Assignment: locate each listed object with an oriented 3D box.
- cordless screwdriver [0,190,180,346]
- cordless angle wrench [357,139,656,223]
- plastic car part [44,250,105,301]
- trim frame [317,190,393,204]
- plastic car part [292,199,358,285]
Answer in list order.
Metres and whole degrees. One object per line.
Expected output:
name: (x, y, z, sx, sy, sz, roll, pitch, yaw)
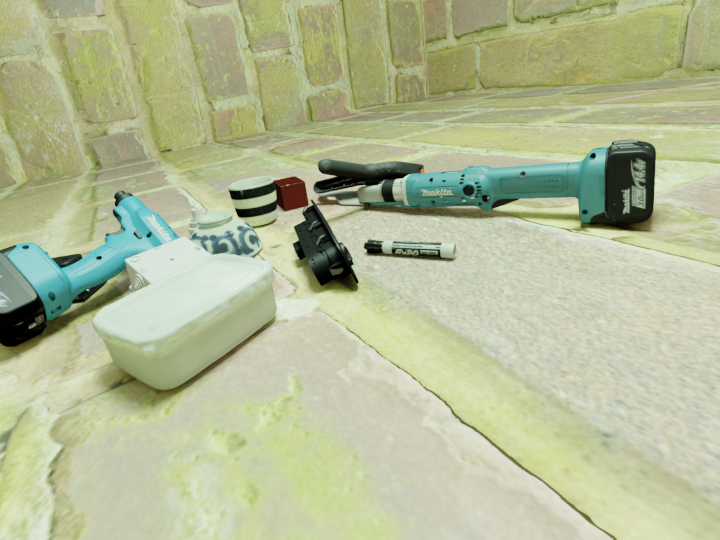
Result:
cordless screwdriver: (-0.371, -0.022, 0.559, 0.164, 0.074, 0.242, 43, 44, 14)
cordless angle wrench: (0.174, -0.124, 0.638, 0.444, 0.096, 0.072, 5, 23, 37)
plastic car part: (-0.440, 0.007, 0.605, 0.117, 0.069, 0.067, -5, 21, 3)
trim frame: (0.028, -0.170, 0.864, 0.261, 0.027, 0.180, 8, 29, 32)
plastic car part: (-0.055, -0.036, 0.561, 0.066, 0.064, 0.212, -24, 26, -9)
